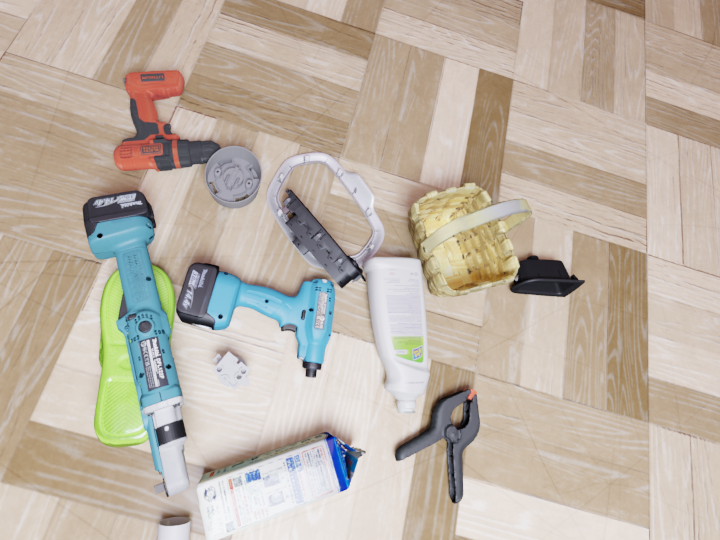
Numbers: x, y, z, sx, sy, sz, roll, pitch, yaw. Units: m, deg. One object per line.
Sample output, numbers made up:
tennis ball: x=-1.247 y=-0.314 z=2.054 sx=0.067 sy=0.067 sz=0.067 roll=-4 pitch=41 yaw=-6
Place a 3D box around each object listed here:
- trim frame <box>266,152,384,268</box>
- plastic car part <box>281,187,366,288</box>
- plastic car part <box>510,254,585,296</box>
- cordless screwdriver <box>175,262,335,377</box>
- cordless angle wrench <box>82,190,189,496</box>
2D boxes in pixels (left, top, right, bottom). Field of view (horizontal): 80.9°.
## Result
trim frame: x=-0.063 y=-0.115 z=0.786 sx=0.181 sy=0.027 sz=0.254 roll=-32 pitch=78 yaw=-18
plastic car part: x=-0.070 y=-0.046 z=0.719 sx=0.067 sy=0.066 sz=0.206 roll=-44 pitch=84 yaw=-10
plastic car part: x=0.339 y=0.006 z=0.796 sx=0.116 sy=0.065 sz=0.073 roll=6 pitch=57 yaw=-5
cordless screwdriver: x=-0.167 y=0.078 z=0.682 sx=0.244 sy=0.074 sz=0.162 roll=10 pitch=71 yaw=-10
cordless angle wrench: x=-0.303 y=0.085 z=0.595 sx=0.095 sy=0.074 sz=0.436 roll=-15 pitch=69 yaw=-23
